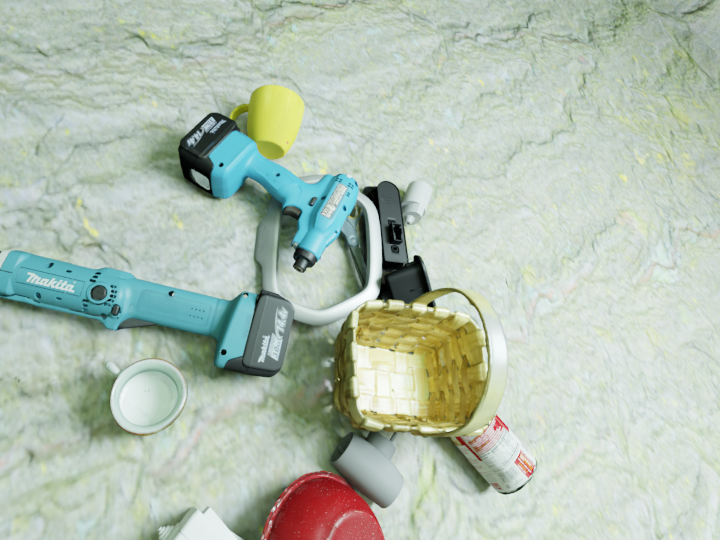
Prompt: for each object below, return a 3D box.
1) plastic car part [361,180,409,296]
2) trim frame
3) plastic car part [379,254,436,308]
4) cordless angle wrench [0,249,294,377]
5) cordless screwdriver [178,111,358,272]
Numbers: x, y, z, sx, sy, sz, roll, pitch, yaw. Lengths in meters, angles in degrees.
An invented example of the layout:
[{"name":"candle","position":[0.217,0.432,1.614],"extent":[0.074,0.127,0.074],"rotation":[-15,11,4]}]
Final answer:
[{"name":"plastic car part","position":[0.039,-0.061,0.665],"extent":[0.065,0.066,0.209],"rotation":[3,60,-14]},{"name":"trim frame","position":[-0.060,-0.039,0.616],"extent":[0.182,0.027,0.255],"rotation":[3,63,-7]},{"name":"plastic car part","position":[0.065,0.038,0.599],"extent":[0.071,0.068,0.113],"rotation":[-22,113,-1]},{"name":"cordless angle wrench","position":[-0.290,0.030,0.483],"extent":[0.417,0.075,0.099],"rotation":[15,77,-8]},{"name":"cordless screwdriver","position":[-0.140,-0.109,0.594],"extent":[0.251,0.073,0.160],"rotation":[26,62,3]}]
